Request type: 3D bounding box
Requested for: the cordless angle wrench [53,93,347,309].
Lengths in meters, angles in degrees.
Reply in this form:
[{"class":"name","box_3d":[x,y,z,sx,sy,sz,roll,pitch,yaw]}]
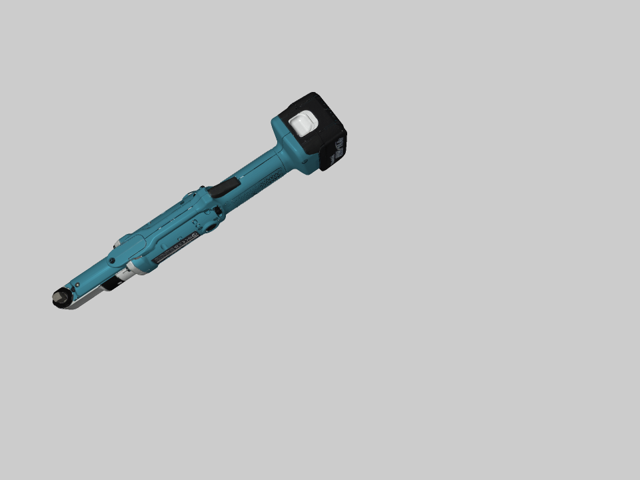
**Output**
[{"class":"cordless angle wrench","box_3d":[-0.157,-0.038,0.557,0.422,0.074,0.098,-35,-11,-5]}]
